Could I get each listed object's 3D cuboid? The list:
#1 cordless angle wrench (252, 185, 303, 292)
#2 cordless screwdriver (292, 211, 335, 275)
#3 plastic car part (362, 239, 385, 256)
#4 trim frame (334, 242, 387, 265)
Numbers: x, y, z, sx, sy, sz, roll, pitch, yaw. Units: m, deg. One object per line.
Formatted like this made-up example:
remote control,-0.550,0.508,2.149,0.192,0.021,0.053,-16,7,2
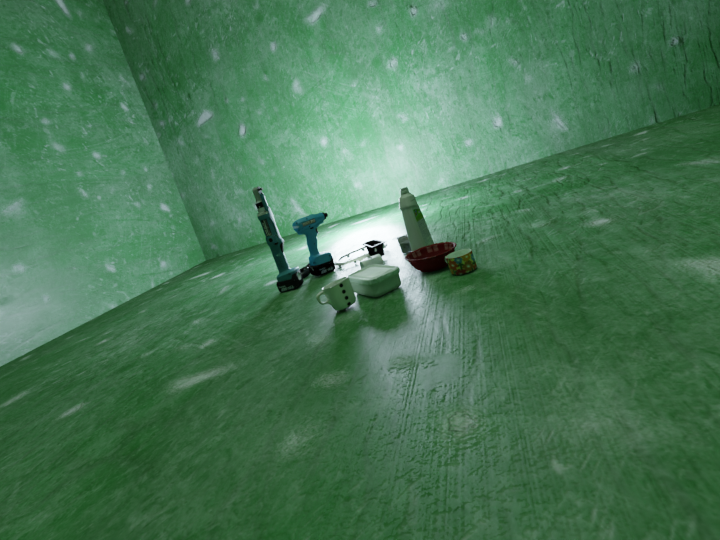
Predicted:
cordless angle wrench,-0.339,-0.124,1.657,0.100,0.417,0.073,-16,9,20
cordless screwdriver,-0.170,-0.111,1.740,0.155,0.245,0.077,-24,10,-29
plastic car part,0.059,-0.080,1.675,0.065,0.070,0.120,-22,12,-16
trim frame,0.000,-0.068,1.800,0.246,0.027,0.189,-22,14,-11
